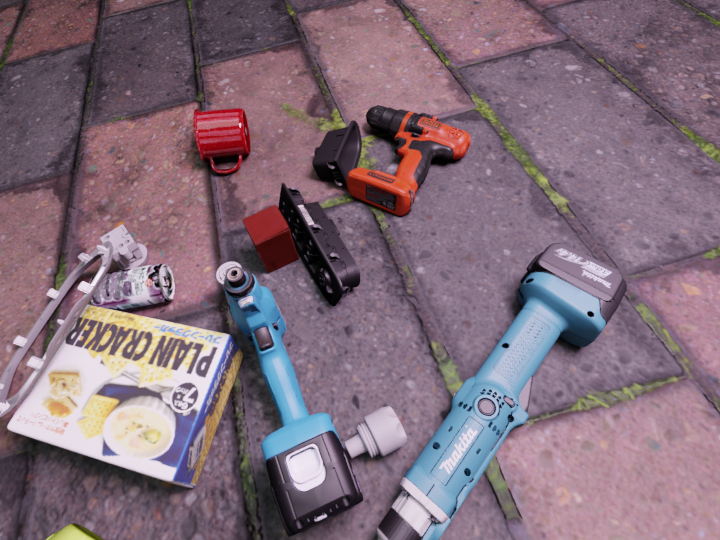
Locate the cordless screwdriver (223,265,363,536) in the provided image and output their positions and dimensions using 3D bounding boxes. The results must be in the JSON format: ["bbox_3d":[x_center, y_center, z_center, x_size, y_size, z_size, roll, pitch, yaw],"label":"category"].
[{"bbox_3d":[-0.082,0.119,0.435,0.074,0.153,0.260,-22,58,-10],"label":"cordless screwdriver"}]

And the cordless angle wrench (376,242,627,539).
[{"bbox_3d":[0.129,0.148,0.438,0.103,0.071,0.420,33,69,25],"label":"cordless angle wrench"}]

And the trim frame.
[{"bbox_3d":[-0.397,0.065,0.543,0.193,0.026,0.250,-2,56,43],"label":"trim frame"}]

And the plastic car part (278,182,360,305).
[{"bbox_3d":[-0.059,-0.038,0.599,0.064,0.066,0.213,-6,50,-29],"label":"plastic car part"}]

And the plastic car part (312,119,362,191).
[{"bbox_3d":[-0.044,-0.193,0.702,0.073,0.063,0.118,-3,52,22],"label":"plastic car part"}]
